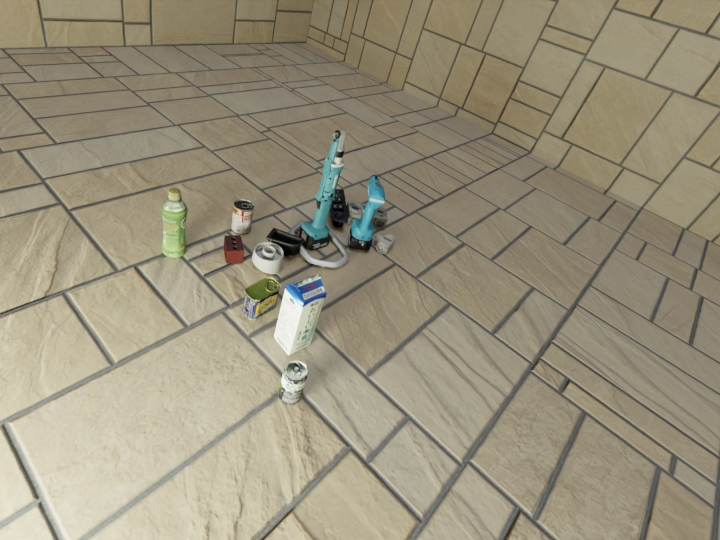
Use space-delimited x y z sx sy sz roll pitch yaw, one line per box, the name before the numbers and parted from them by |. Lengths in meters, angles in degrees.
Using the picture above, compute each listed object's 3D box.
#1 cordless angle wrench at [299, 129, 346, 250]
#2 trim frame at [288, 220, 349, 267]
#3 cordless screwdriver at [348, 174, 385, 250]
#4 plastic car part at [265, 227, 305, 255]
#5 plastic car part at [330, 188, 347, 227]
cordless angle wrench | -0.108 -0.251 1.345 0.094 0.416 0.078 -16 50 -37
trim frame | -0.142 -0.093 1.455 0.177 0.027 0.262 -15 47 -33
cordless screwdriver | 0.023 -0.200 1.466 0.073 0.245 0.164 11 39 -11
plastic car part | -0.245 -0.082 1.372 0.118 0.070 0.066 21 38 5
plastic car part | -0.092 -0.234 1.611 0.065 0.066 0.211 6 39 -15
